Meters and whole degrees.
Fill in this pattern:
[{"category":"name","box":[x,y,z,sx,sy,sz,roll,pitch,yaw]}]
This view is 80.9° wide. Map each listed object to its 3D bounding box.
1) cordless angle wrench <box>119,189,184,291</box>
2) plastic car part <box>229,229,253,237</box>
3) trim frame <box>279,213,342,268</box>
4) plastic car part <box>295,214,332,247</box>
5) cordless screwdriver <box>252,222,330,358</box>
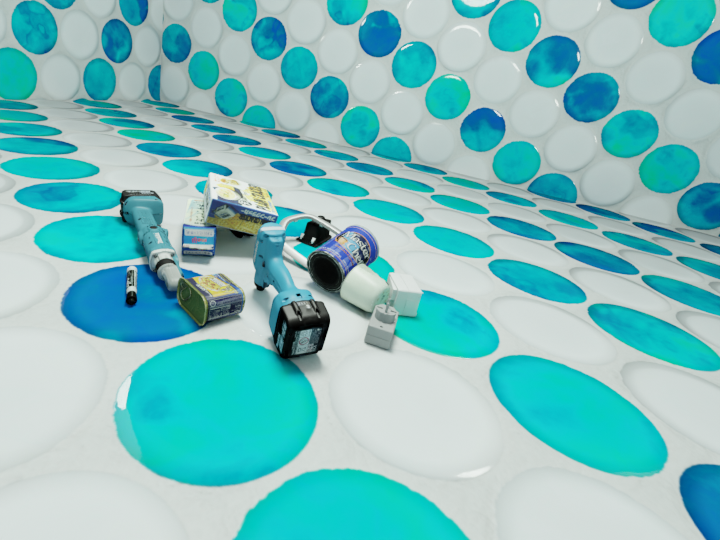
[{"category":"cordless angle wrench","box":[-0.460,-0.073,0.942,0.094,0.073,0.448,-5,31,-34]},{"category":"plastic car part","box":[-0.338,-0.141,1.161,0.063,0.066,0.215,26,9,-40]},{"category":"trim frame","box":[-0.104,-0.068,1.066,0.260,0.027,0.180,32,48,24]},{"category":"plastic car part","box":[-0.119,-0.117,1.182,0.068,0.070,0.114,23,29,18]},{"category":"cordless screwdriver","box":[-0.144,0.047,0.764,0.071,0.157,0.262,-4,43,-29]}]
